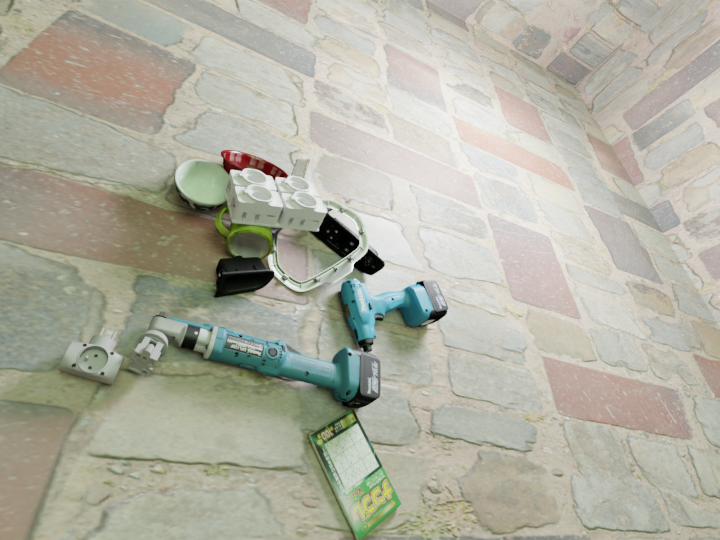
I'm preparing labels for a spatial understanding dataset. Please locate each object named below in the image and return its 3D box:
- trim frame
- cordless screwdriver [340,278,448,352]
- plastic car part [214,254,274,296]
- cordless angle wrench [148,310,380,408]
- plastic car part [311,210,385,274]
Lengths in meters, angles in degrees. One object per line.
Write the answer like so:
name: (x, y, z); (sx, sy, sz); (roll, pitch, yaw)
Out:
trim frame: (-0.092, -0.060, 0.937); (0.244, 0.028, 0.186); (-31, 85, -24)
cordless screwdriver: (0.081, 0.098, 0.951); (0.239, 0.075, 0.165); (0, 59, -27)
plastic car part: (-0.238, 0.001, 0.836); (0.111, 0.066, 0.074); (-9, 51, -41)
cordless angle wrench: (-0.165, 0.155, 0.760); (0.410, 0.075, 0.100); (19, 51, -17)
plastic car part: (-0.030, -0.066, 1.014); (0.204, 0.066, 0.066); (41, 20, 1)
